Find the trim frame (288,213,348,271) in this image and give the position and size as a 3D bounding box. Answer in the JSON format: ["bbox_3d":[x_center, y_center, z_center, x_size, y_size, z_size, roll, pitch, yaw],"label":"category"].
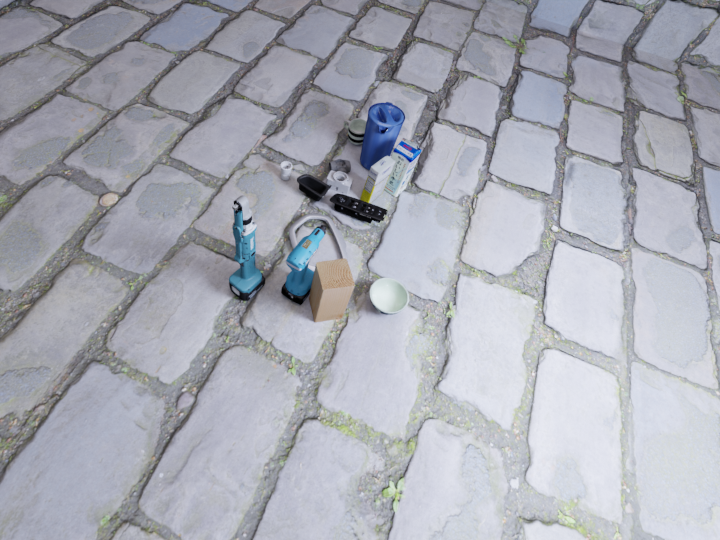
[{"bbox_3d":[-0.138,-0.090,1.413,0.180,0.027,0.259,-15,60,-17],"label":"trim frame"}]

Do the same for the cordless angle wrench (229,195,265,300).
[{"bbox_3d":[-0.309,-0.057,1.134,0.076,0.416,0.097,37,58,11],"label":"cordless angle wrench"}]

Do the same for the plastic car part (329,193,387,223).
[{"bbox_3d":[-0.011,-0.215,1.489,0.206,0.066,0.066,24,56,8],"label":"plastic car part"}]

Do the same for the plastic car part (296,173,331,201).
[{"bbox_3d":[-0.174,-0.290,1.516,0.119,0.069,0.065,31,57,12],"label":"plastic car part"}]

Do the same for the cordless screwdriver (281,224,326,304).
[{"bbox_3d":[-0.160,-0.016,1.229,0.076,0.244,0.159,30,57,7],"label":"cordless screwdriver"}]
